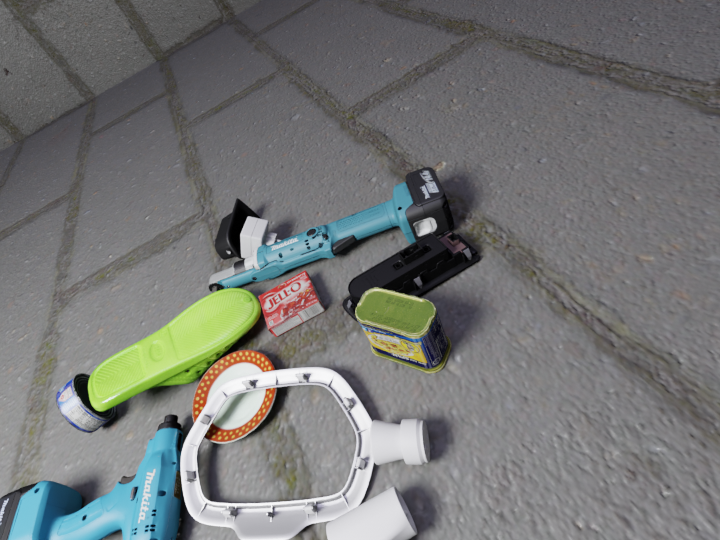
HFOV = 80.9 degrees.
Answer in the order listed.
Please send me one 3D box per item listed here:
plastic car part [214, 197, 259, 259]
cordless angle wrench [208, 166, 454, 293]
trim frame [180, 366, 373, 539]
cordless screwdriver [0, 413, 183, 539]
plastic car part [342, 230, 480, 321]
[{"bbox_3d":[-0.252,-0.071,0.826,0.073,0.062,0.119,-18,47,32],"label":"plastic car part"},{"bbox_3d":[-0.068,-0.045,0.700,0.430,0.070,0.101,-19,45,13],"label":"cordless angle wrench"},{"bbox_3d":[-0.104,0.208,0.501,0.253,0.026,0.190,-10,56,11],"label":"trim frame"},{"bbox_3d":[-0.341,0.288,0.539,0.251,0.071,0.166,-18,45,6],"label":"cordless screwdriver"},{"bbox_3d":[0.063,0.004,0.596,0.203,0.063,0.070,-33,51,1],"label":"plastic car part"}]
